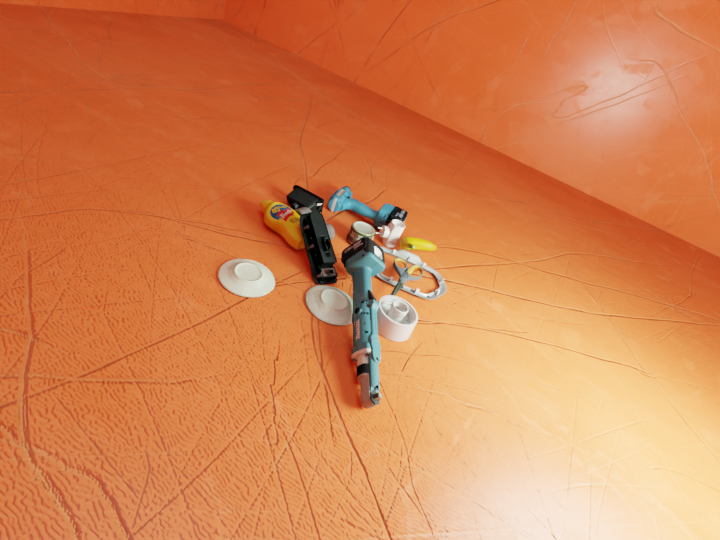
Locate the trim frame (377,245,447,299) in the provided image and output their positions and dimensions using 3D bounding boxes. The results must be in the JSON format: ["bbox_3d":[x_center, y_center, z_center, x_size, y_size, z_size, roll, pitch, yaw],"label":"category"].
[{"bbox_3d":[0.130,0.000,1.196,0.251,0.027,0.185,22,33,3],"label":"trim frame"}]

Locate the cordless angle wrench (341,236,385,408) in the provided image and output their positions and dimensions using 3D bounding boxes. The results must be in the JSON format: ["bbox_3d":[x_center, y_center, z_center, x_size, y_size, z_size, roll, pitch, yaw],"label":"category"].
[{"bbox_3d":[0.010,0.099,0.930,0.071,0.100,0.436,38,32,-32],"label":"cordless angle wrench"}]

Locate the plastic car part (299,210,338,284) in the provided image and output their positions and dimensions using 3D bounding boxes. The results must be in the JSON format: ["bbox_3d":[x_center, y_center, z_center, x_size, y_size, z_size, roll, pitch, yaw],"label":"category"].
[{"bbox_3d":[-0.104,-0.068,1.067,0.064,0.067,0.210,-6,63,-28],"label":"plastic car part"}]

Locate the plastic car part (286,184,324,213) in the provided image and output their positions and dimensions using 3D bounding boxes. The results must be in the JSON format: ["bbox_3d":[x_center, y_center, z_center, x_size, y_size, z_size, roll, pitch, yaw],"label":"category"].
[{"bbox_3d":[-0.178,-0.205,1.286,0.120,0.064,0.070,30,48,16],"label":"plastic car part"}]

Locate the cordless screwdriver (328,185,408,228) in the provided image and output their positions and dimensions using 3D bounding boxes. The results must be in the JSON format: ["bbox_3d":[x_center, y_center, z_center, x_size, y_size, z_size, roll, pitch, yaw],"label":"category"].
[{"bbox_3d":[0.027,-0.205,1.384,0.253,0.073,0.159,23,33,7],"label":"cordless screwdriver"}]
